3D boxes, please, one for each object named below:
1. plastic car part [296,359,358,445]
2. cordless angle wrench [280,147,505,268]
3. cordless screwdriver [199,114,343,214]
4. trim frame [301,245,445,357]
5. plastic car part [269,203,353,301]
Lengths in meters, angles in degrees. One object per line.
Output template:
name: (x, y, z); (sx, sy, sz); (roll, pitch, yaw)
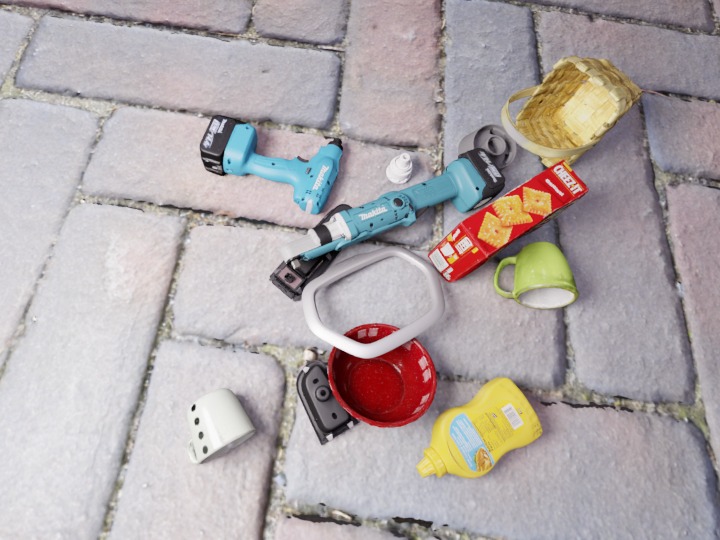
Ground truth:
plastic car part: (-0.055, 0.192, 0.633); (0.065, 0.070, 0.119); (-27, 77, -16)
cordless angle wrench: (0.057, -0.102, 0.719); (0.414, 0.074, 0.100); (-24, 76, -21)
cordless screwdriver: (-0.160, -0.217, 0.787); (0.249, 0.074, 0.160); (21, 69, 0)
trim frame: (0.024, 0.042, 0.693); (0.243, 0.027, 0.193); (-27, 58, -22)
plastic car part: (-0.072, -0.047, 0.733); (0.068, 0.065, 0.202); (35, 68, 14)
